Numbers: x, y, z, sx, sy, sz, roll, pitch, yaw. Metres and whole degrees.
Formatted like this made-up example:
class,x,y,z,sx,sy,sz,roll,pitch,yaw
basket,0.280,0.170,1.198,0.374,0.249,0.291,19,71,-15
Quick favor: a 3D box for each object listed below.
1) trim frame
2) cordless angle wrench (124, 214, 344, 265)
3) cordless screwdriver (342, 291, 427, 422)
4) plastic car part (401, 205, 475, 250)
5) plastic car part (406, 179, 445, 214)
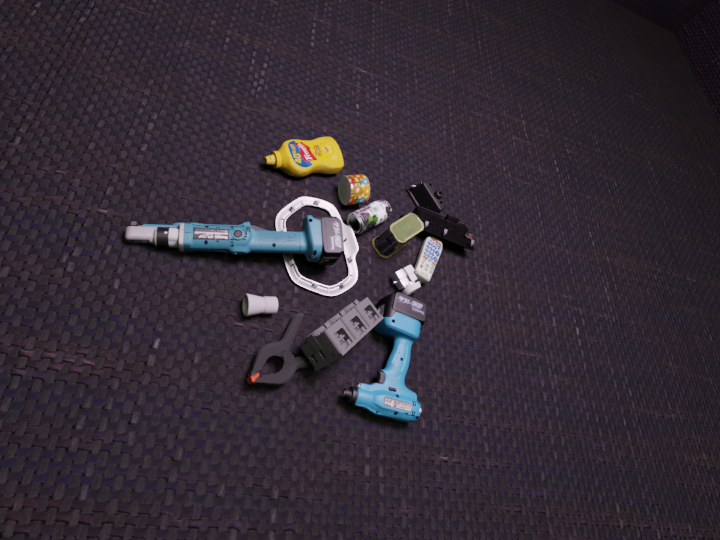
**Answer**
class,x,y,z,sx,sy,sz,roll,pitch,yaw
trim frame,-0.093,-0.061,0.953,0.177,0.028,0.256,-8,66,-27
cordless angle wrench,-0.247,-0.064,0.852,0.413,0.074,0.100,1,67,-14
cordless screwdriver,0.053,0.168,0.871,0.155,0.075,0.253,17,63,-15
plastic car part,0.205,-0.114,1.076,0.199,0.066,0.068,16,33,-10
plastic car part,0.186,-0.191,1.113,0.064,0.071,0.120,-19,72,-31
